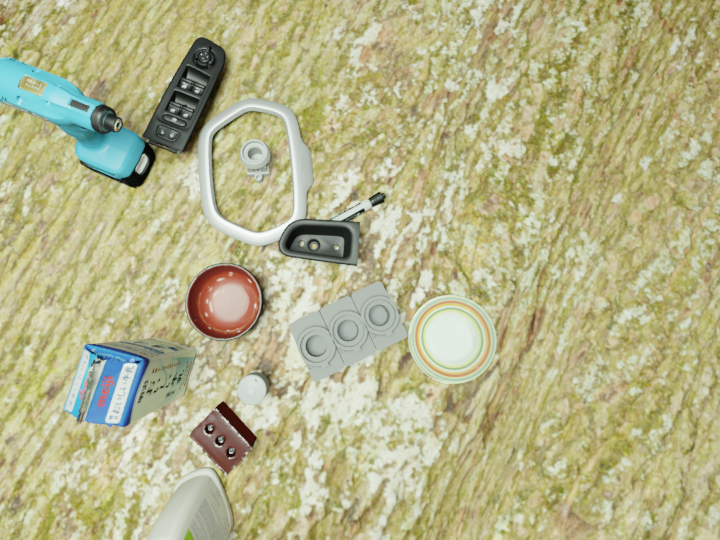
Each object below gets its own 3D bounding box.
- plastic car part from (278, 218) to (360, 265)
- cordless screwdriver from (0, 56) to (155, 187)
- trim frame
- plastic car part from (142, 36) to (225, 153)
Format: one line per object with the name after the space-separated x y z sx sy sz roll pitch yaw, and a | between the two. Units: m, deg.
-0.063 -0.041 0.644 0.117 0.070 0.066 5 82 0 | plastic car part
-0.357 -0.184 0.582 0.160 0.247 0.074 23 82 0 | cordless screwdriver
-0.170 -0.162 0.687 0.184 0.027 0.251 -7 80 -1 | trim frame
-0.274 -0.280 0.689 0.067 0.066 0.204 19 81 1 | plastic car part
